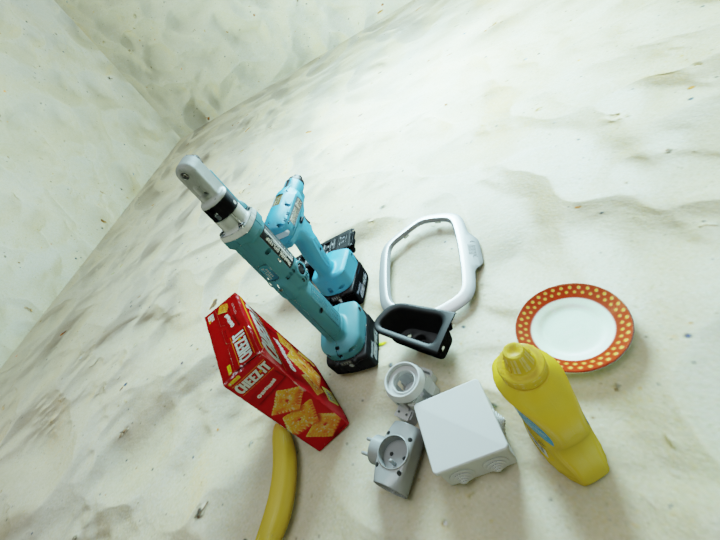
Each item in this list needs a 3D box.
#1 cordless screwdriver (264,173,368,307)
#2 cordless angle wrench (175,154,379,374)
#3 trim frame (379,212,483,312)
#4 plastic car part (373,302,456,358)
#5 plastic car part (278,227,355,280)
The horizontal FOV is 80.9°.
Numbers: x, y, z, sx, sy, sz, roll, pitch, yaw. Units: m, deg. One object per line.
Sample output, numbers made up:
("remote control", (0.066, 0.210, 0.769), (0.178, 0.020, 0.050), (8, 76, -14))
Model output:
("cordless screwdriver", (-0.076, -0.049, 0.773), (0.077, 0.236, 0.162), (-18, 40, 28))
("cordless angle wrench", (-0.104, 0.005, 0.601), (0.076, 0.402, 0.100), (-21, 38, 24))
("trim frame", (0.117, -0.010, 0.741), (0.189, 0.026, 0.255), (-21, 40, 24))
("plastic car part", (0.086, 0.094, 0.623), (0.123, 0.067, 0.066), (7, 55, 45))
("plastic car part", (-0.090, -0.017, 0.898), (0.208, 0.064, 0.068), (-21, 39, 23))
